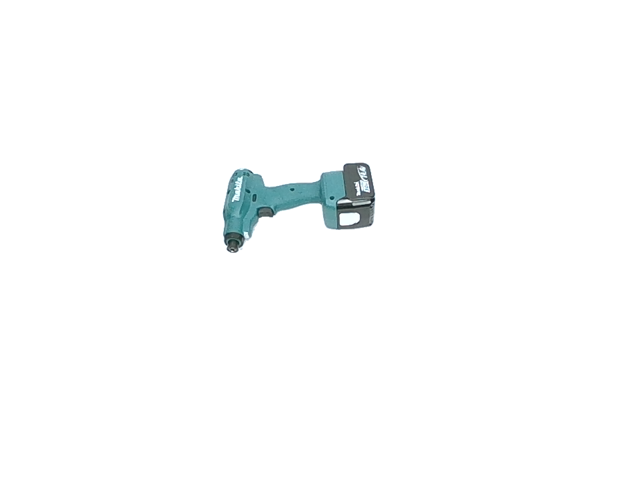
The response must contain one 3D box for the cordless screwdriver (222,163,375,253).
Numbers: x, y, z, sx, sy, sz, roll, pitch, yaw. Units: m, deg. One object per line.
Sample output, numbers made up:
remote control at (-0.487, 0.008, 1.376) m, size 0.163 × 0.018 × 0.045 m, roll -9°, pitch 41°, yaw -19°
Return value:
cordless screwdriver at (-0.037, -0.050, 0.697) m, size 0.249 × 0.158 × 0.074 m, roll -1°, pitch -36°, yaw 4°
